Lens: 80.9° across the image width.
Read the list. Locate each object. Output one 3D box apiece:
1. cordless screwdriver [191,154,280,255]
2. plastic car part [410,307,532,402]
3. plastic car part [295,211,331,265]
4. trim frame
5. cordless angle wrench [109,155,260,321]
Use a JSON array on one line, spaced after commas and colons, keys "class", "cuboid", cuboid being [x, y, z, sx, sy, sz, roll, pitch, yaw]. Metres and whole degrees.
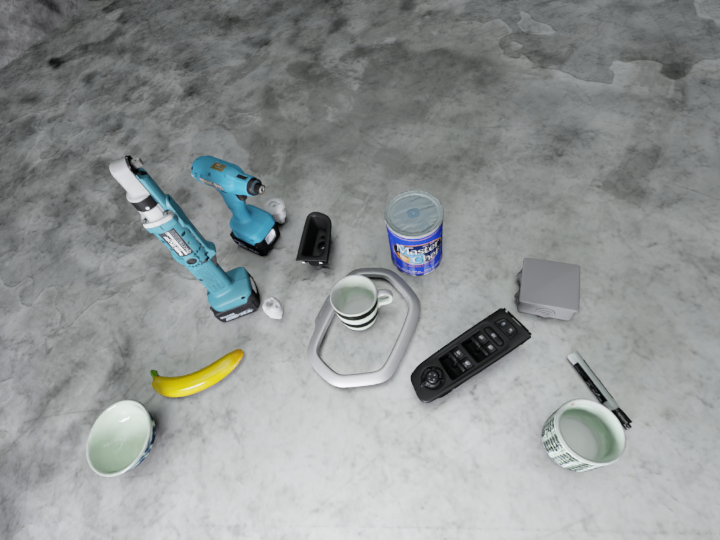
[{"class": "cordless screwdriver", "cuboid": [-0.226, -0.121, 0.853, 0.166, 0.238, 0.074, 23, 66, 23]}, {"class": "plastic car part", "cuboid": [0.172, 0.145, 0.689, 0.202, 0.064, 0.070, -31, 58, -6]}, {"class": "plastic car part", "cuboid": [-0.086, -0.056, 0.879, 0.067, 0.068, 0.119, 1, 59, 13]}, {"class": "trim frame", "cuboid": [0.004, 0.099, 0.784, 0.192, 0.026, 0.249, 16, 64, 23]}, {"class": "cordless angle wrench", "cuboid": [-0.285, -0.036, 0.715, 0.098, 0.405, 0.077, -19, 58, -2]}]
